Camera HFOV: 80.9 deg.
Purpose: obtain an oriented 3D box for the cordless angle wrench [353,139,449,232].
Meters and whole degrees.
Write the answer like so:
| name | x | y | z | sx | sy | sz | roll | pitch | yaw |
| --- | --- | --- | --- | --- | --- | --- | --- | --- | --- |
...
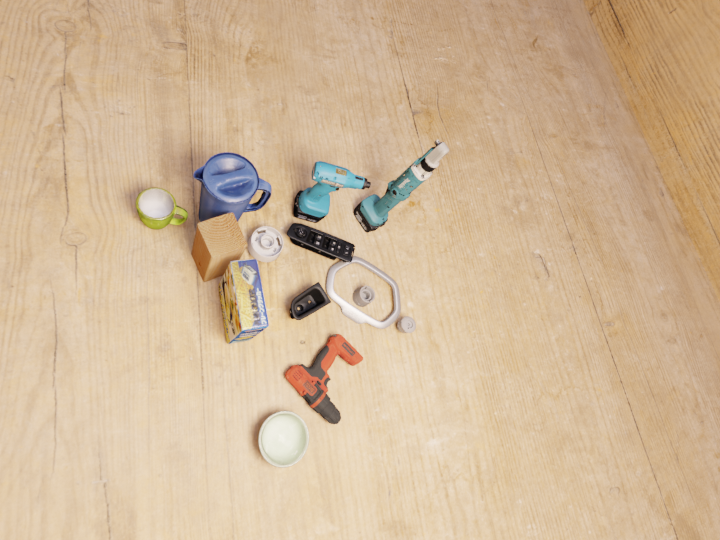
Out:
| name | x | y | z | sx | sy | sz | roll | pitch | yaw |
| --- | --- | --- | --- | --- | --- | --- | --- | --- | --- |
| cordless angle wrench | 0.110 | -0.227 | 1.171 | 0.073 | 0.429 | 0.099 | -30 | 88 | -30 |

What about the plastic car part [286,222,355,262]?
| name | x | y | z | sx | sy | sz | roll | pitch | yaw |
| --- | --- | --- | --- | --- | --- | --- | --- | --- | --- |
| plastic car part | -0.120 | -0.079 | 1.228 | 0.198 | 0.068 | 0.067 | 24 | 64 | -12 |

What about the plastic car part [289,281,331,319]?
| name | x | y | z | sx | sy | sz | roll | pitch | yaw |
| --- | --- | --- | --- | --- | --- | --- | --- | --- | --- |
| plastic car part | -0.151 | 0.093 | 1.146 | 0.114 | 0.072 | 0.067 | -32 | 86 | -29 |

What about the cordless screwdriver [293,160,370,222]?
| name | x | y | z | sx | sy | sz | roll | pitch | yaw |
| --- | --- | --- | --- | --- | --- | --- | --- | --- | --- |
| cordless screwdriver | -0.090 | -0.213 | 1.188 | 0.154 | 0.252 | 0.076 | 13 | 68 | -20 |

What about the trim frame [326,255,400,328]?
| name | x | y | z | sx | sy | sz | roll | pitch | yaw |
| --- | --- | --- | --- | --- | --- | --- | --- | --- | --- |
| trim frame | 0.012 | 0.064 | 1.245 | 0.245 | 0.028 | 0.185 | 32 | 62 | -7 |
